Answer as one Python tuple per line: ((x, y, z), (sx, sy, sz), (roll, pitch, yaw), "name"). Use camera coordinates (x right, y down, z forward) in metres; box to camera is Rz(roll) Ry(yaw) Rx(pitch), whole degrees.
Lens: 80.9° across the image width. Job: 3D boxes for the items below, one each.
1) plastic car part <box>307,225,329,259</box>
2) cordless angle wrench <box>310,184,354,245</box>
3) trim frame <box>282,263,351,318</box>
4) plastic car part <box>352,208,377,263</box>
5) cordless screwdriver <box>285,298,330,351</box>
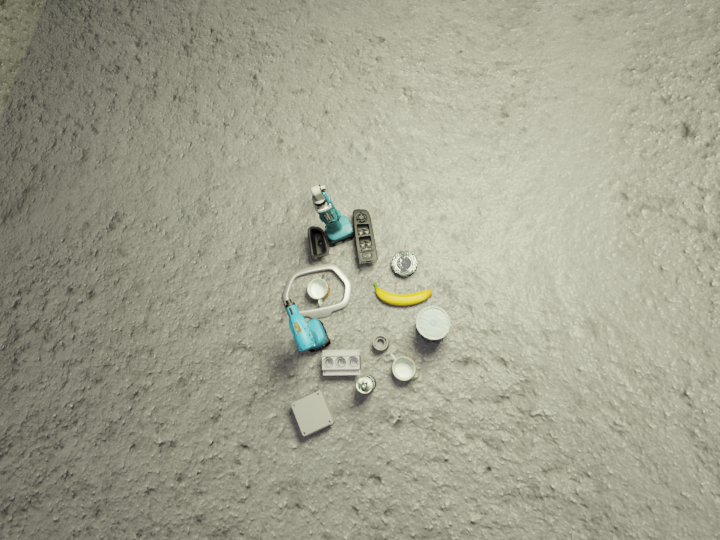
((-0.147, -0.096, 1.505), (0.067, 0.069, 0.119), (-14, 74, 6), "plastic car part")
((-0.098, -0.176, 1.336), (0.098, 0.410, 0.076), (-20, 76, 3), "cordless angle wrench")
((-0.154, 0.075, 1.483), (0.252, 0.026, 0.188), (-13, 73, 9), "trim frame")
((0.015, -0.119, 1.477), (0.067, 0.065, 0.207), (-11, 74, 7), "plastic car part")
((-0.173, 0.180, 1.346), (0.074, 0.241, 0.164), (-26, 74, 2), "cordless screwdriver")
